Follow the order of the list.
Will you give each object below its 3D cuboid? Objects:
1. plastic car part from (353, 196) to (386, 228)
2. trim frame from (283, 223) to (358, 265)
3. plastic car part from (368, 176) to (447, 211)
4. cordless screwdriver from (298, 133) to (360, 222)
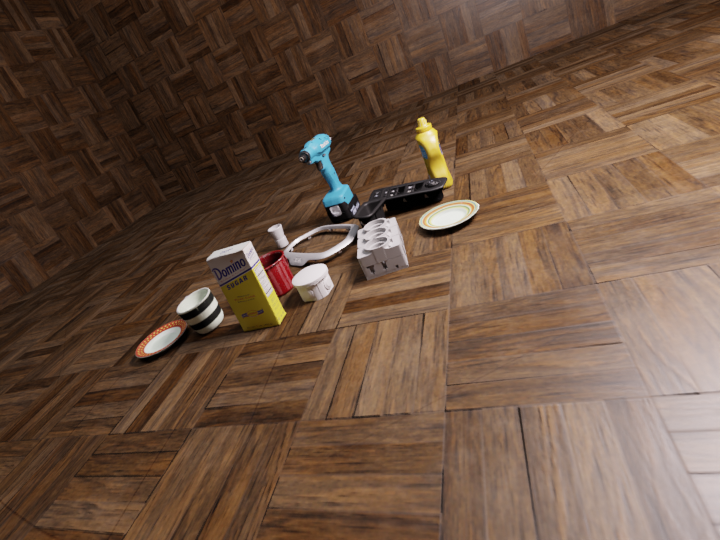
[{"bbox_3d":[0.028,-0.126,1.045,0.068,0.068,0.116,-12,27,28],"label":"plastic car part"},{"bbox_3d":[-0.109,-0.071,1.115,0.261,0.026,0.181,6,39,48],"label":"trim frame"},{"bbox_3d":[0.125,-0.190,1.087,0.210,0.065,0.066,-11,26,28],"label":"plastic car part"},{"bbox_3d":[-0.093,-0.251,1.196,0.077,0.240,0.159,-12,25,28],"label":"cordless screwdriver"}]
